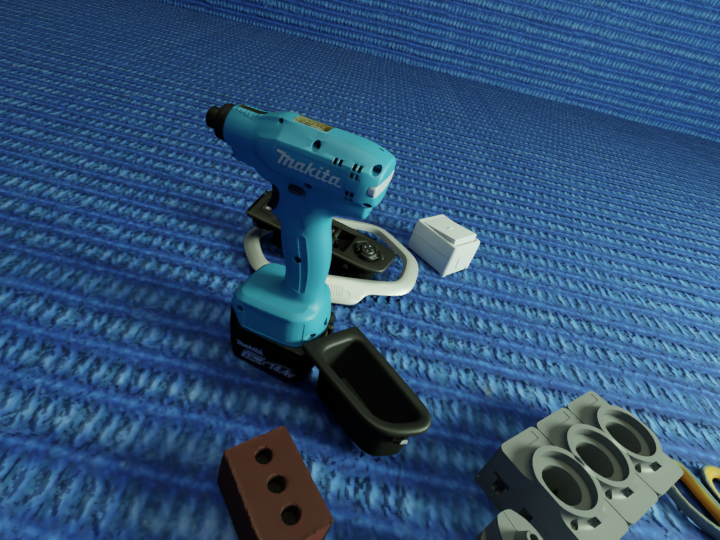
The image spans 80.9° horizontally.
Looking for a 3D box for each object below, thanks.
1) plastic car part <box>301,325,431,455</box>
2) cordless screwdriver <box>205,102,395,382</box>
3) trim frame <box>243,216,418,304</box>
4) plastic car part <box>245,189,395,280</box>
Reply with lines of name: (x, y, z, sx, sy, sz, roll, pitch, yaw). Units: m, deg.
plastic car part: (-0.001, 0.118, 0.378, 0.063, 0.070, 0.123, -13, 44, -35)
cordless screwdriver: (-0.078, -0.021, 0.390, 0.163, 0.245, 0.074, 25, 35, 11)
trim frame: (-0.040, -0.024, 0.595, 0.245, 0.027, 0.190, 8, 36, -8)
plastic car part: (-0.056, -0.037, 0.573, 0.207, 0.066, 0.066, 22, 35, 11)
